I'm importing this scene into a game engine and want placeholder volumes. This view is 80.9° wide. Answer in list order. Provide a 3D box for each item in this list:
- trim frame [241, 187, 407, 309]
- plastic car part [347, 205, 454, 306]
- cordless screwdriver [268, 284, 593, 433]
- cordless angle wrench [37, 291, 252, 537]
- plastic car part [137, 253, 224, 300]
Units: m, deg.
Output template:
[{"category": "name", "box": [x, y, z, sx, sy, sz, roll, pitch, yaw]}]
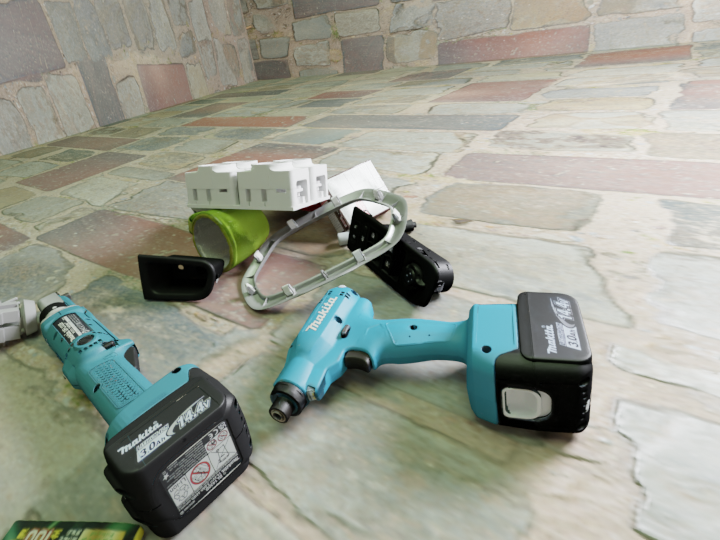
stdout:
[{"category": "trim frame", "box": [-0.054, -0.036, 0.555, 0.251, 0.026, 0.191, -25, 38, 11]}, {"category": "plastic car part", "box": [0.049, -0.019, 0.542, 0.064, 0.065, 0.213, 7, 21, -27]}, {"category": "cordless screwdriver", "box": [0.050, 0.081, 0.362, 0.259, 0.072, 0.158, 1, 33, 26]}, {"category": "cordless angle wrench", "box": [-0.276, 0.094, 0.445, 0.447, 0.072, 0.096, 16, 39, 41]}, {"category": "plastic car part", "box": [-0.243, 0.003, 0.598, 0.119, 0.065, 0.071, 1, 17, 12]}]
